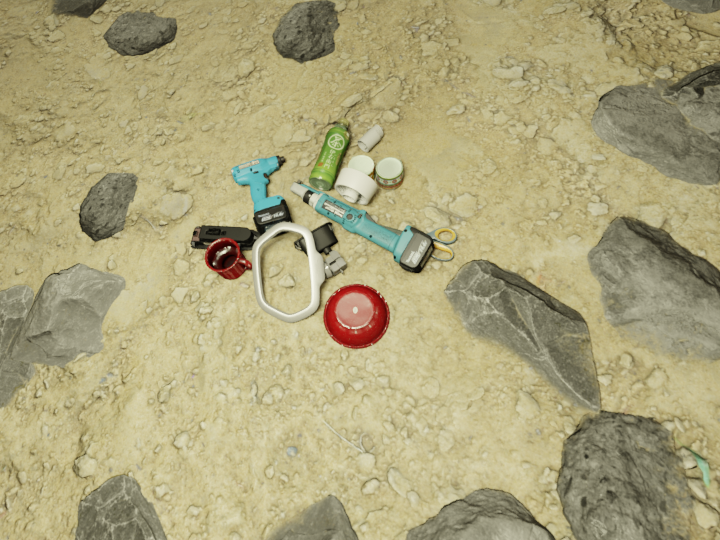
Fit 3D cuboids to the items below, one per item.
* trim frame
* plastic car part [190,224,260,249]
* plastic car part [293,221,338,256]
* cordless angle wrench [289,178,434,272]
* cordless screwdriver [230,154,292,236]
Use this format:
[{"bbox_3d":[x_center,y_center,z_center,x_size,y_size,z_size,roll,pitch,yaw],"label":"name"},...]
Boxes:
[{"bbox_3d":[-0.180,0.004,1.045,0.188,0.027,0.250,-8,83,15],"label":"trim frame"},{"bbox_3d":[-0.368,-0.095,1.144,0.206,0.065,0.067,5,61,9],"label":"plastic car part"},{"bbox_3d":[-0.107,-0.070,1.092,0.116,0.065,0.072,-29,82,-8],"label":"plastic car part"},{"bbox_3d":[-0.018,-0.132,1.092,0.442,0.071,0.098,30,87,24],"label":"cordless angle wrench"},{"bbox_3d":[-0.250,-0.217,1.170,0.157,0.072,0.260,-22,61,-10],"label":"cordless screwdriver"}]
